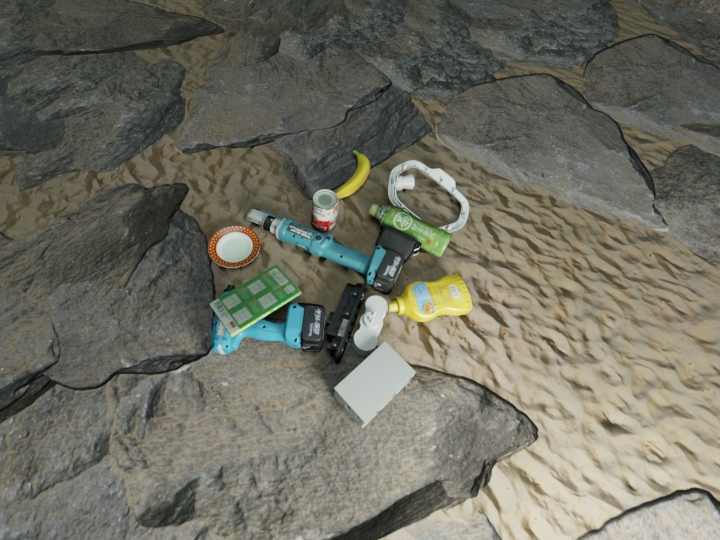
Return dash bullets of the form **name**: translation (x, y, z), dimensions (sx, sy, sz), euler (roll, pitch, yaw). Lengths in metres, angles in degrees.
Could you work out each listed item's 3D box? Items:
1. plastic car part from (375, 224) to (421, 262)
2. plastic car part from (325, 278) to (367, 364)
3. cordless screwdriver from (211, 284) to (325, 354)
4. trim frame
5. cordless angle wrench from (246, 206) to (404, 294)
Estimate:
- **plastic car part**: translation (0.089, -0.059, 1.083), dimensions (0.120, 0.064, 0.071), euler (25, 73, 15)
- **plastic car part**: translation (-0.035, 0.105, 0.963), dimensions (0.070, 0.063, 0.204), euler (14, 56, 21)
- **cordless screwdriver**: translation (-0.203, 0.106, 0.949), dimensions (0.249, 0.072, 0.164), euler (0, 57, 1)
- **trim frame**: translation (0.188, -0.204, 1.167), dimensions (0.252, 0.027, 0.183), euler (39, 69, 8)
- **cordless angle wrench**: translation (-0.105, -0.068, 1.070), dimensions (0.435, 0.072, 0.098), euler (23, 58, 14)
